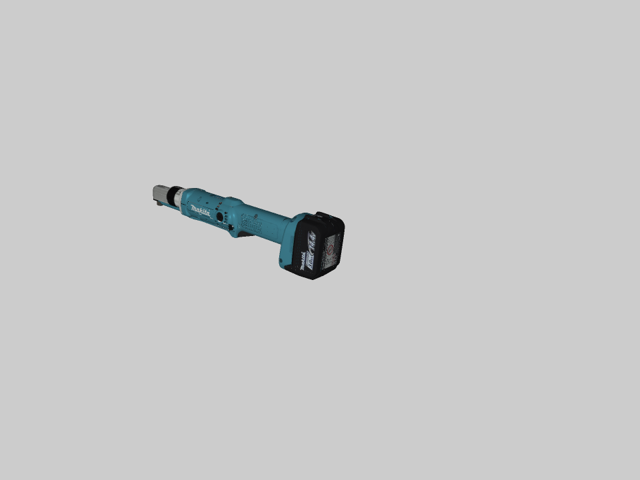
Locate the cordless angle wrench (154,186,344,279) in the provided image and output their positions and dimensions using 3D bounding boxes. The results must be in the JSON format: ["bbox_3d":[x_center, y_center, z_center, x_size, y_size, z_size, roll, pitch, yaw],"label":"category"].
[{"bbox_3d":[-0.158,-0.042,0.752,0.423,0.098,0.074,18,22,30],"label":"cordless angle wrench"}]
